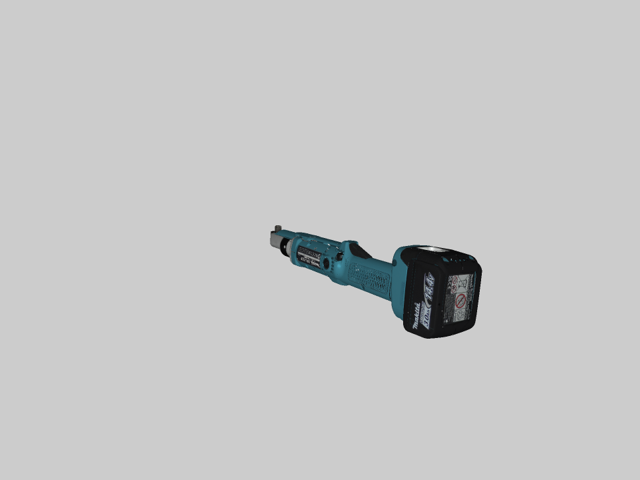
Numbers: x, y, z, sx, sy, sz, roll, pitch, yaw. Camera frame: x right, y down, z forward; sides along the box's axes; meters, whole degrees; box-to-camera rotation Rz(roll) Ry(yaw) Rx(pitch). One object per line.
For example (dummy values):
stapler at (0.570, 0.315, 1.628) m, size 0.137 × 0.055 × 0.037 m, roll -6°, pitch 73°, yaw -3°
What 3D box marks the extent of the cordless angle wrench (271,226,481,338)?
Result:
cordless angle wrench at (0.031, 0.032, 0.627) m, size 0.074 × 0.098 × 0.423 m, roll -2°, pitch 10°, yaw -34°
